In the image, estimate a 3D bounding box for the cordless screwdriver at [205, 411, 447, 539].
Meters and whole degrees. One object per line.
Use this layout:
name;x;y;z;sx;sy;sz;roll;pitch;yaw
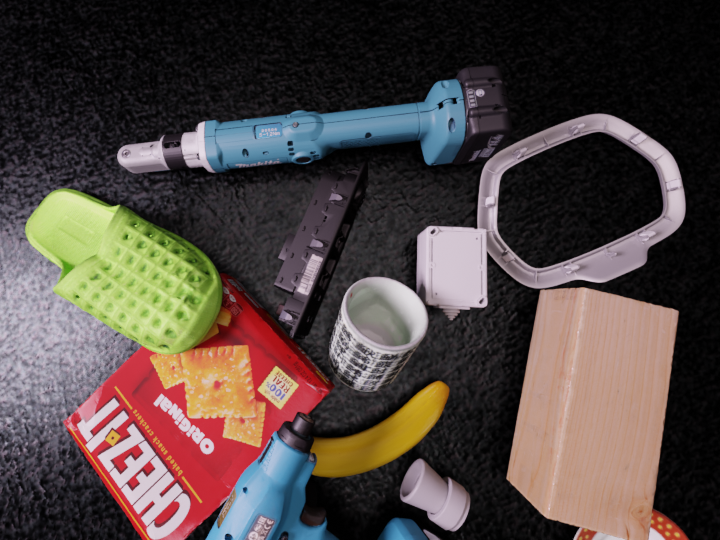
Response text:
cordless screwdriver;-0.003;0.242;0.378;0.242;0.076;0.159;30;85;-14

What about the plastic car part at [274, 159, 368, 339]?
plastic car part;-0.045;-0.030;0.463;0.069;0.064;0.203;23;81;18

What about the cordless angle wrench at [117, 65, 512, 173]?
cordless angle wrench;-0.063;-0.147;0.470;0.425;0.096;0.075;-5;81;3

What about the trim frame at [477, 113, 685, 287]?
trim frame;0.252;-0.081;0.485;0.247;0.027;0.186;-22;83;-4

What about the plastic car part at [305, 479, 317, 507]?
plastic car part;-0.080;0.259;0.425;0.069;0.068;0.116;30;83;-14
